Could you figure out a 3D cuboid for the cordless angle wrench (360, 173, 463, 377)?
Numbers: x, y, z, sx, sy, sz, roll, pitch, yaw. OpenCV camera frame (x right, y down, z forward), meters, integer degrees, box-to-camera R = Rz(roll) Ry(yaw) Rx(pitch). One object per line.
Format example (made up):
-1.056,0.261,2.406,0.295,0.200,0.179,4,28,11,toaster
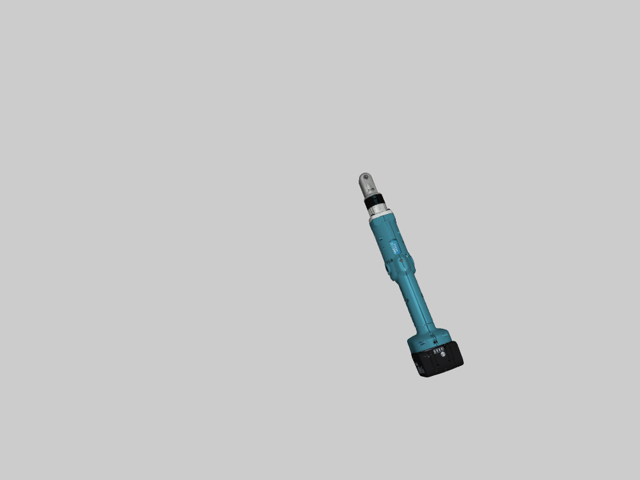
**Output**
0.158,0.052,0.846,0.074,0.422,0.098,-19,-15,-3,cordless angle wrench
